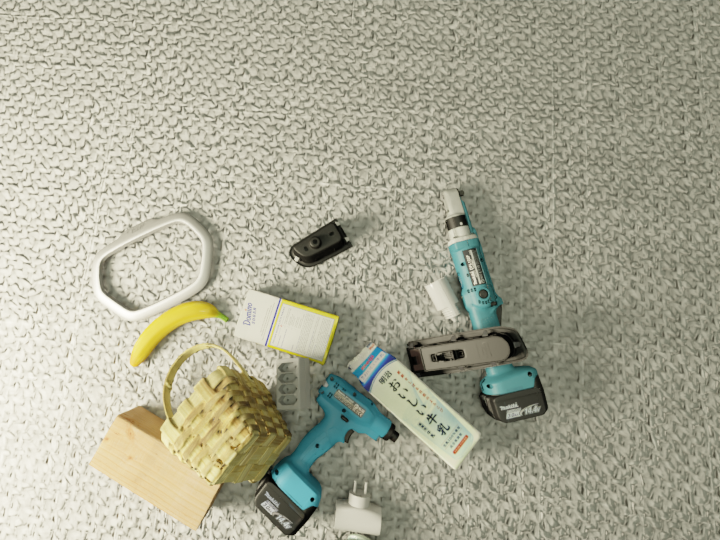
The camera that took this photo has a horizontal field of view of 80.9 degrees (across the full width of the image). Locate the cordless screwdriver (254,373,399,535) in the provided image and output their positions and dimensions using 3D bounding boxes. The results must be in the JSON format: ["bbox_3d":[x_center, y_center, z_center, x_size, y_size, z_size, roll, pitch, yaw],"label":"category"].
[{"bbox_3d":[-0.057,0.326,0.730,0.161,0.073,0.248,35,79,5],"label":"cordless screwdriver"}]

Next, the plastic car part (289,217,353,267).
[{"bbox_3d":[-0.078,-0.051,0.798,0.116,0.070,0.067,-29,82,-8],"label":"plastic car part"}]

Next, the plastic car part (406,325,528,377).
[{"bbox_3d":[0.170,0.137,0.716,0.209,0.063,0.068,-16,72,27],"label":"plastic car part"}]

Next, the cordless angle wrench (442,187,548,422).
[{"bbox_3d":[0.219,0.047,0.775,0.098,0.073,0.430,-13,78,-2],"label":"cordless angle wrench"}]

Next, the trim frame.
[{"bbox_3d":[-0.402,-0.012,0.821,0.248,0.027,0.187,-28,81,-2],"label":"trim frame"}]
